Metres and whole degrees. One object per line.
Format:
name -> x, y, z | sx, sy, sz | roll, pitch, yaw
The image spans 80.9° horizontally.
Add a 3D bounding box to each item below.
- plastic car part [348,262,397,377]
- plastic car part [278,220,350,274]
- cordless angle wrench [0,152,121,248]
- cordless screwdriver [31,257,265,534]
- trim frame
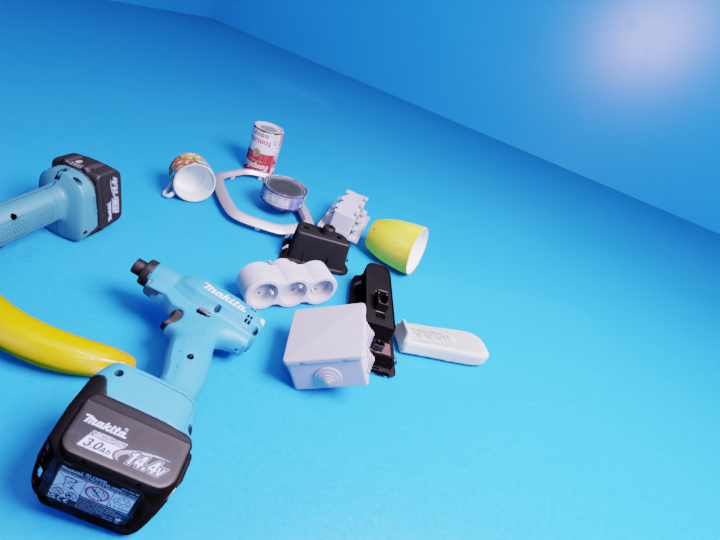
plastic car part -> 0.018, 0.051, 0.600 | 0.066, 0.066, 0.208 | 10, 29, -6
plastic car part -> -0.067, -0.044, 0.689 | 0.115, 0.070, 0.067 | 14, 32, -6
cordless angle wrench -> -0.423, -0.015, 0.425 | 0.075, 0.096, 0.423 | 21, 34, 5
cordless screwdriver -> -0.193, 0.082, 0.391 | 0.157, 0.074, 0.252 | 31, 26, -10
trim frame -> -0.186, -0.136, 0.812 | 0.176, 0.027, 0.262 | -2, 35, -31
